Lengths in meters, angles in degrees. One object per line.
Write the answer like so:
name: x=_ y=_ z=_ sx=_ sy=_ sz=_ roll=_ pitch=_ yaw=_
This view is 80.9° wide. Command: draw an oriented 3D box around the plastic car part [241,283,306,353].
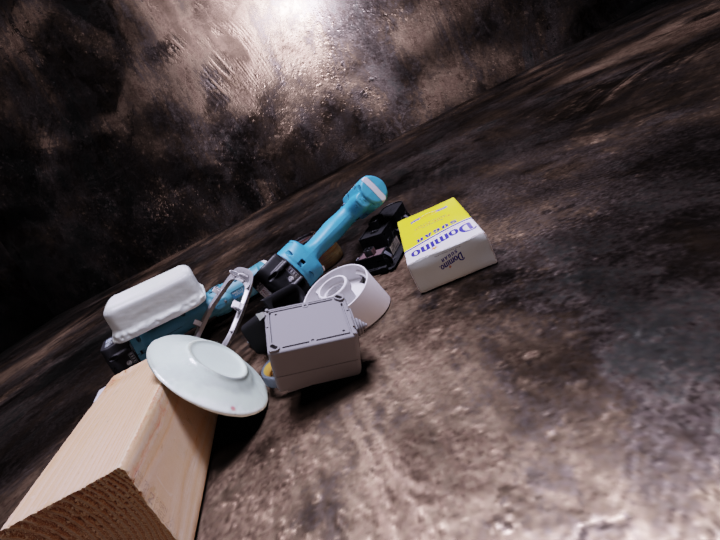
plastic car part: x=-0.105 y=0.064 z=0.516 sx=0.071 sy=0.066 sz=0.116 roll=-33 pitch=3 yaw=10

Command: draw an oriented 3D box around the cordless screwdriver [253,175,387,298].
cordless screwdriver: x=-0.067 y=-0.044 z=0.686 sx=0.247 sy=0.074 sz=0.161 roll=-47 pitch=7 yaw=-18

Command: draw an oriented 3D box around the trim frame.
trim frame: x=-0.220 y=0.077 z=0.639 sx=0.259 sy=0.026 sz=0.184 roll=10 pitch=72 yaw=62

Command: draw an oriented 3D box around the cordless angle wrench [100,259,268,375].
cordless angle wrench: x=-0.267 y=0.056 z=0.804 sx=0.416 sy=0.072 sz=0.102 roll=-32 pitch=17 yaw=-19

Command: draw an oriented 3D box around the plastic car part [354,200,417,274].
plastic car part: x=0.040 y=-0.061 z=0.683 sx=0.068 sy=0.066 sz=0.201 roll=-25 pitch=14 yaw=32
